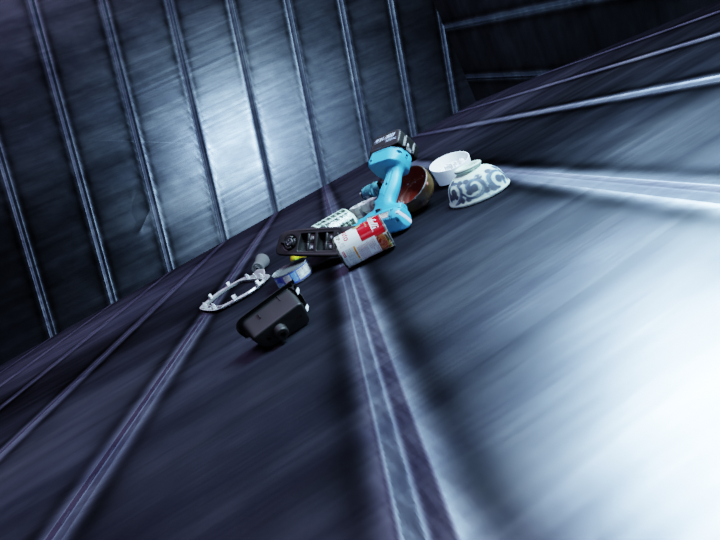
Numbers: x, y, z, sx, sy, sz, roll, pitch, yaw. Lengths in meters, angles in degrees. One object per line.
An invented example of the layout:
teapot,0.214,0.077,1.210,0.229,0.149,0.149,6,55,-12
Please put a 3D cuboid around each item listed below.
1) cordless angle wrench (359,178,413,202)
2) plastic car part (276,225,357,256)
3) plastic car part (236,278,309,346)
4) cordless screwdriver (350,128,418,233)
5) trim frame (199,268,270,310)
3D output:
cordless angle wrench,0.054,-0.226,1.226,0.074,0.096,0.432,-32,13,-6
plastic car part,-0.091,-0.060,0.933,0.210,0.067,0.064,1,-7,24
plastic car part,-0.126,0.079,0.653,0.115,0.063,0.075,-37,30,-18
cordless screwdriver,0.046,-0.187,0.957,0.165,0.070,0.253,-15,56,42
trim frame,-0.333,0.051,1.117,0.181,0.027,0.258,-37,17,-30
